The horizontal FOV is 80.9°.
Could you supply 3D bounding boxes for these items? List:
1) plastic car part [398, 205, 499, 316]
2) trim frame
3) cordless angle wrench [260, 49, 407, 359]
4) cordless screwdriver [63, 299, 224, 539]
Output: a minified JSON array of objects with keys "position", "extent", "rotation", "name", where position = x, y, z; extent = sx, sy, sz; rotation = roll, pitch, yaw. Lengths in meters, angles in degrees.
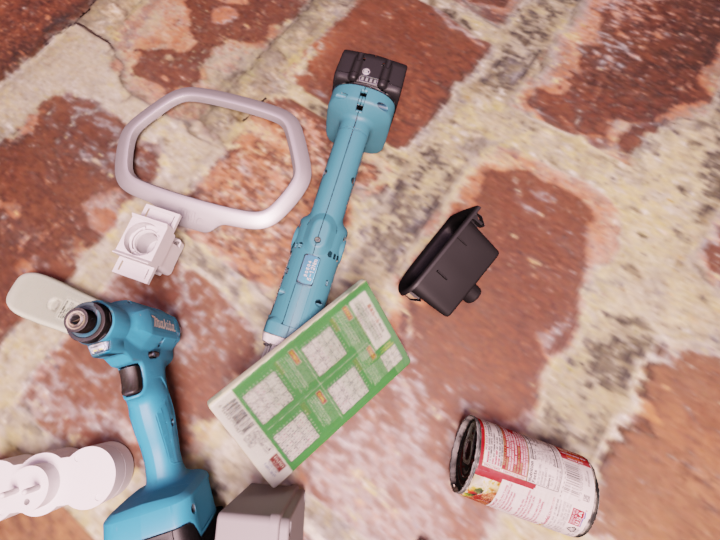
[{"position":[0.099,-0.001,0.446],"extent":[0.070,0.066,0.116],"rotation":[38,80,-4],"name":"plastic car part"},{"position":[-0.180,-0.138,0.516],"extent":[0.251,0.027,0.186],"rotation":[16,72,6],"name":"trim frame"},{"position":[-0.043,-0.028,0.444],"extent":[0.075,0.097,0.426],"rotation":[16,77,0],"name":"cordless angle wrench"},{"position":[-0.183,0.146,0.356],"extent":[0.074,0.156,0.254],"rotation":[-16,75,-6],"name":"cordless screwdriver"}]
